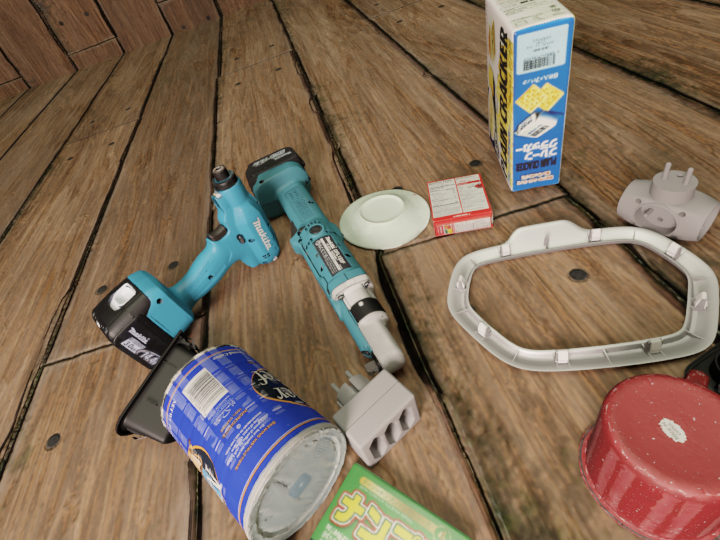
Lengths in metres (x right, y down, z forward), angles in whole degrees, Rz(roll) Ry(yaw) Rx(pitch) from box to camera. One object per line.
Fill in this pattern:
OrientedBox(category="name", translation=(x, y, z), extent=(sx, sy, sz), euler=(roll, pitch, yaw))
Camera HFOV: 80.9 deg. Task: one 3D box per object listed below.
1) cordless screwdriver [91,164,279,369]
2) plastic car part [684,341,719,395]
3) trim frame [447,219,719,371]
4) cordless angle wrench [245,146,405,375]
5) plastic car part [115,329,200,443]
OrientedBox(category="cordless screwdriver", translation=(-0.220, -0.009, 0.540), extent=(0.079, 0.152, 0.247), euler=(26, 62, 37))
OrientedBox(category="plastic car part", translation=(0.360, 0.046, 0.330), extent=(0.202, 0.064, 0.070), euler=(-29, 51, -5))
OrientedBox(category="trim frame", translation=(0.218, 0.016, 0.437), extent=(0.253, 0.026, 0.189), euler=(-11, 43, 13))
OrientedBox(category="cordless angle wrench", translation=(-0.055, -0.036, 0.567), extent=(0.097, 0.071, 0.446), euler=(-28, 46, -8))
OrientedBox(category="plastic car part", translation=(-0.196, 0.137, 0.460), extent=(0.073, 0.064, 0.117), euler=(15, 55, 14))
